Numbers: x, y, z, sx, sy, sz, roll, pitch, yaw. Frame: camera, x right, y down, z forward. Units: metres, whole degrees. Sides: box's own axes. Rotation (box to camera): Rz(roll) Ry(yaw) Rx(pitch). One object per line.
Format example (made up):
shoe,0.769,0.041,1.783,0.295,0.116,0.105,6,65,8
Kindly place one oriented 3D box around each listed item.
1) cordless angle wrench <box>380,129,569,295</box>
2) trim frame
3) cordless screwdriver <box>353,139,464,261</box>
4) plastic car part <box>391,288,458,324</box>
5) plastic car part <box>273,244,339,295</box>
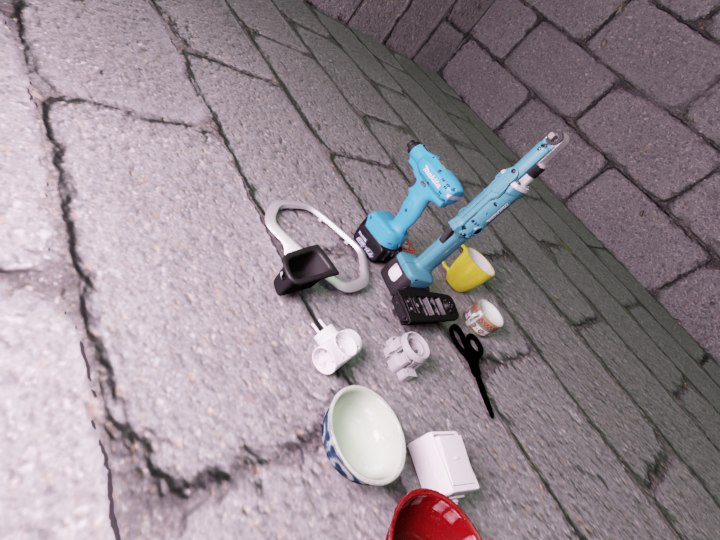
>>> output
cordless angle wrench,0.205,-0.092,0.794,0.093,0.426,0.078,10,47,-41
trim frame,-0.081,-0.053,0.830,0.249,0.028,0.182,41,33,1
cordless screwdriver,0.083,-0.140,0.891,0.071,0.251,0.166,0,53,-47
plastic car part,0.127,0.082,0.841,0.193,0.067,0.069,2,50,-43
plastic car part,-0.103,0.008,0.698,0.068,0.071,0.112,51,35,13
